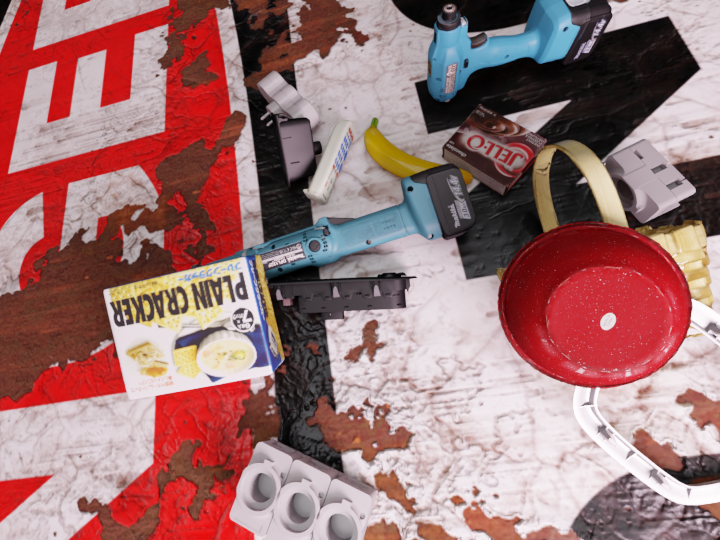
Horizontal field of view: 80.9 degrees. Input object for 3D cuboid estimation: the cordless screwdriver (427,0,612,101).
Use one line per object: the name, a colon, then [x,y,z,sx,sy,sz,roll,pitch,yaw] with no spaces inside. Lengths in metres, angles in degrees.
cordless screwdriver: [0.221,-0.346,0.612,0.250,0.153,0.076,-16,70,5]

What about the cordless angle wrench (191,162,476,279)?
cordless angle wrench: [-0.060,-0.039,0.611,0.429,0.073,0.098,-17,90,12]

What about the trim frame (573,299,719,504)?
trim frame: [0.331,0.135,0.415,0.247,0.027,0.185,41,102,-2]

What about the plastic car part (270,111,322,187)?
plastic car part: [-0.098,-0.198,0.677,0.070,0.113,0.069,-15,25,-8]

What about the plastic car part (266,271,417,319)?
plastic car part: [-0.023,0.033,0.583,0.206,0.064,0.068,-7,79,11]
